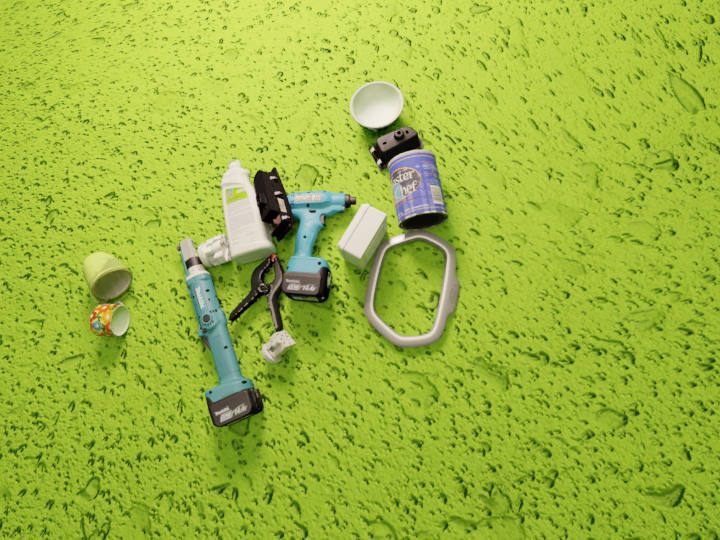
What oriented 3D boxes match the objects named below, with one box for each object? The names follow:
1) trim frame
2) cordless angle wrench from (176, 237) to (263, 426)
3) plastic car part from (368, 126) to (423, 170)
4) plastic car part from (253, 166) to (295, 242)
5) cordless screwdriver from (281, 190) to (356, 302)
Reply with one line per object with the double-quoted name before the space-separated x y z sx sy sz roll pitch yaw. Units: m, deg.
"trim frame" 0.107 0.034 0.872 0.189 0.026 0.251 9 74 15
"cordless angle wrench" -0.323 0.111 0.915 0.098 0.072 0.437 -26 69 2
"plastic car part" 0.080 -0.287 0.948 0.117 0.068 0.068 -26 74 5
"plastic car part" -0.203 -0.158 0.943 0.066 0.064 0.212 -54 38 35
"cordless screwdriver" -0.090 -0.059 0.915 0.162 0.072 0.253 -2 70 10
